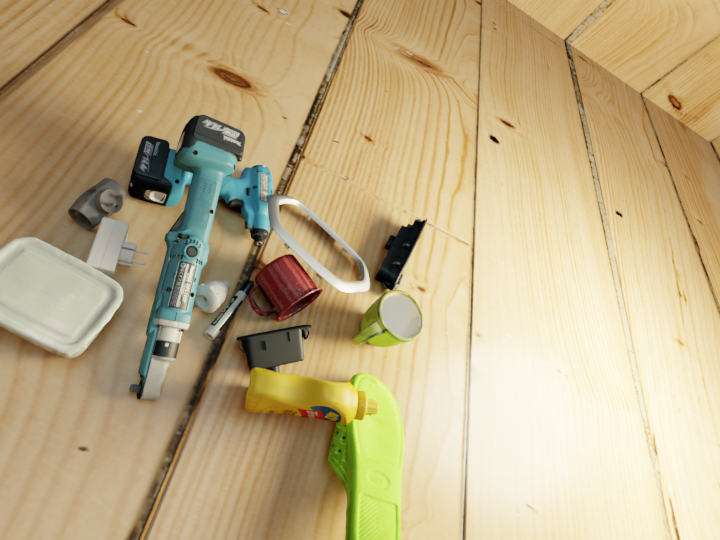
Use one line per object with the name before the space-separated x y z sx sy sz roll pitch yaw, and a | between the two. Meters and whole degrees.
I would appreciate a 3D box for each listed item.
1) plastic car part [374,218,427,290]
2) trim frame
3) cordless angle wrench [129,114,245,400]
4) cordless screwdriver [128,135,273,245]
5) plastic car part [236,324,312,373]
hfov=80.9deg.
plastic car part | 0.081 -0.036 0.879 0.067 0.066 0.204 27 52 -3
trim frame | -0.076 -0.050 0.778 0.248 0.028 0.184 40 26 -3
cordless angle wrench | -0.263 -0.027 0.637 0.093 0.077 0.428 17 71 -31
cordless screwdriver | -0.271 -0.134 0.744 0.238 0.075 0.163 9 61 -29
plastic car part | -0.136 0.128 0.670 0.112 0.068 0.072 -10 84 -30
